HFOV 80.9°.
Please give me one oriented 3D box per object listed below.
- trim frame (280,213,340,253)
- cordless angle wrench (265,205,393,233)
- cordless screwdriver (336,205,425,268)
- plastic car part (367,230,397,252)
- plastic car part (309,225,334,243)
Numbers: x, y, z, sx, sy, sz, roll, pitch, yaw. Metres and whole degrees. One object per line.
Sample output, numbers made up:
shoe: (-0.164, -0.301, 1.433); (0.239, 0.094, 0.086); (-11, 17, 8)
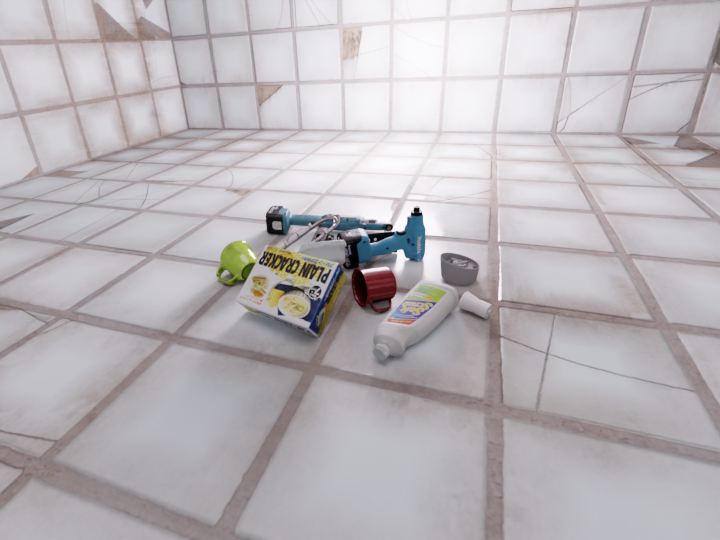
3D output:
trim frame: (-0.162, -0.100, 1.257); (0.246, 0.026, 0.192); (-40, 22, -14)
cordless angle wrench: (-0.104, -0.161, 1.420); (0.430, 0.072, 0.099); (4, 28, 9)
cordless screwdriver: (0.060, -0.093, 1.181); (0.247, 0.154, 0.077); (-7, 27, -4)
plastic car part: (0.053, -0.089, 1.285); (0.118, 0.065, 0.071); (-2, 12, 9)
plastic car part: (-0.126, -0.082, 1.286); (0.068, 0.065, 0.205); (-5, 25, 10)
